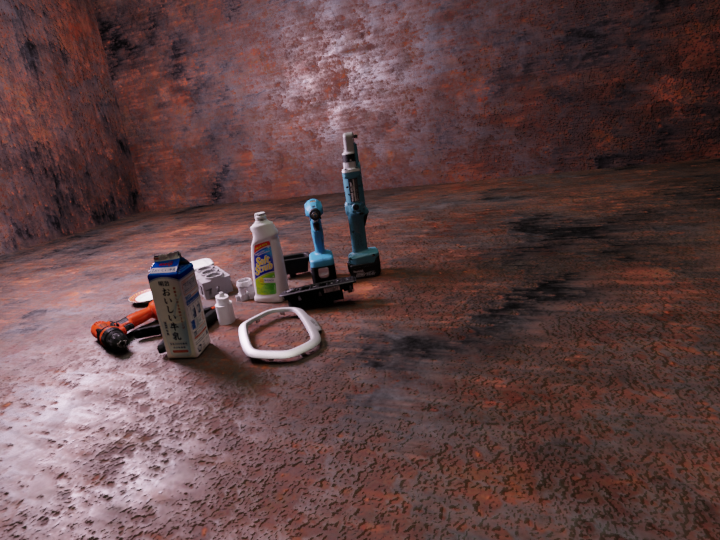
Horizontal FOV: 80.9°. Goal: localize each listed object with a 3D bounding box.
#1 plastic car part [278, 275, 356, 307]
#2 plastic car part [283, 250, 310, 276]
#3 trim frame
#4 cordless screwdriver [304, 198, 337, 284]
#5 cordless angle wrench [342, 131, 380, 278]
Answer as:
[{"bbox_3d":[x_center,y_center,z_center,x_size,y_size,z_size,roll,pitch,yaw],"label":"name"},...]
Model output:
[{"bbox_3d":[-0.109,0.060,1.103,0.204,0.066,0.067,-8,17,3],"label":"plastic car part"},{"bbox_3d":[-0.214,-0.015,1.361,0.115,0.069,0.068,-13,17,-13],"label":"plastic car part"},{"bbox_3d":[-0.183,0.140,0.964,0.180,0.027,0.259,-15,20,-17],"label":"trim frame"},{"bbox_3d":[-0.121,-0.079,1.234,0.074,0.244,0.163,-9,16,-5],"label":"cordless screwdriver"},{"bbox_3d":[-0.013,-0.187,1.234,0.098,0.415,0.076,-8,15,-1],"label":"cordless angle wrench"}]
